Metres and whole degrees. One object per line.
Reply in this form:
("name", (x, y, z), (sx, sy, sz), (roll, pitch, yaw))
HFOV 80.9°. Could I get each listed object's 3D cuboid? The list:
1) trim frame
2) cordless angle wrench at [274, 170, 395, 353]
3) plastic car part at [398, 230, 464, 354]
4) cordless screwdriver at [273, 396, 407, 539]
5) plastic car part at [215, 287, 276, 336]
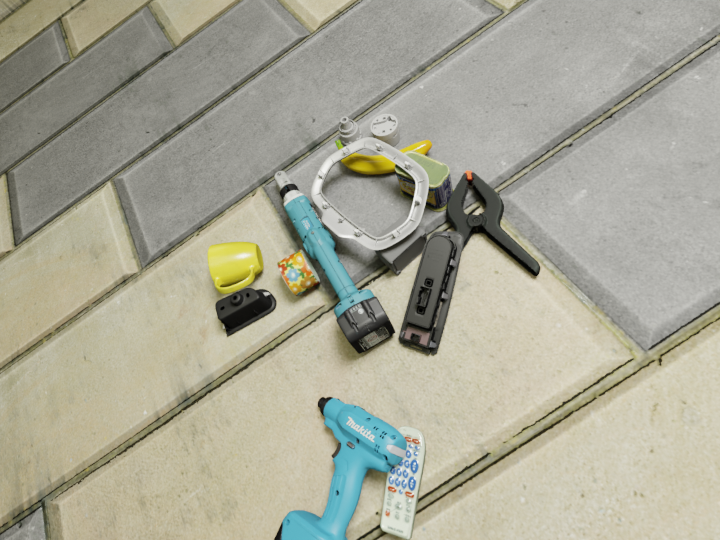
("trim frame", (0.008, -0.142, 0.754), (0.184, 0.026, 0.262), (-50, 57, 6))
("cordless angle wrench", (-0.077, -0.050, 0.789), (0.074, 0.093, 0.444), (-31, 57, -1))
("plastic car part", (0.110, 0.027, 0.679), (0.070, 0.063, 0.203), (13, 82, 32))
("cordless screwdriver", (-0.051, 0.318, 0.615), (0.168, 0.070, 0.249), (15, 71, 43))
("plastic car part", (-0.226, 0.065, 0.799), (0.117, 0.067, 0.069), (-28, 63, 9))
